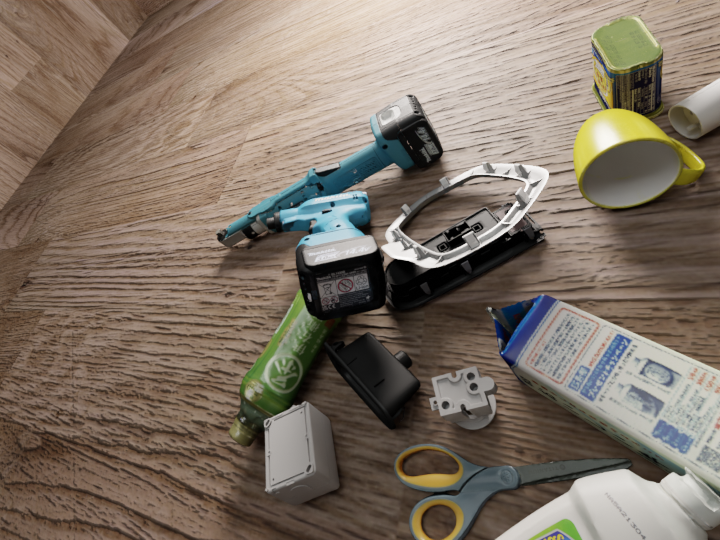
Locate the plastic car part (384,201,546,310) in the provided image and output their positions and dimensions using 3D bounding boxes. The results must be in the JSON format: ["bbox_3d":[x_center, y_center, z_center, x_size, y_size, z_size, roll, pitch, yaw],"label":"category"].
[{"bbox_3d":[0.112,-0.019,0.515,0.205,0.063,0.069,-33,53,14],"label":"plastic car part"}]

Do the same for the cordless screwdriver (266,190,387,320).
[{"bbox_3d":[-0.055,-0.036,0.560,0.160,0.072,0.256,-10,29,0],"label":"cordless screwdriver"}]

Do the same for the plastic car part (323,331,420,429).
[{"bbox_3d":[0.022,0.116,0.482,0.070,0.063,0.123,-40,47,-17],"label":"plastic car part"}]

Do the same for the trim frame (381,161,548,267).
[{"bbox_3d":[0.108,-0.072,0.505,0.184,0.027,0.256,-38,21,3],"label":"trim frame"}]

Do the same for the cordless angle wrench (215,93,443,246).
[{"bbox_3d":[-0.078,-0.137,0.712,0.432,0.092,0.077,-25,48,22],"label":"cordless angle wrench"}]
